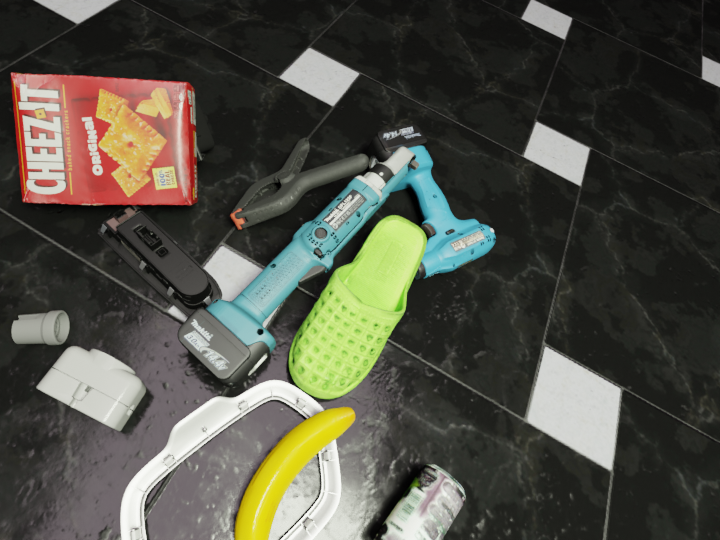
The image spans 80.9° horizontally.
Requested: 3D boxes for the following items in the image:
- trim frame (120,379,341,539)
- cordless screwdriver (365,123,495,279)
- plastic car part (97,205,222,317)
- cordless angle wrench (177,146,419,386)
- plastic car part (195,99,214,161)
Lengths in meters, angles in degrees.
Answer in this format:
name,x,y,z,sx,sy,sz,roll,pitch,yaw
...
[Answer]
name,x,y,z,sx,sy,sz,roll,pitch,yaw
trim frame,-0.133,0.233,0.462,0.244,0.027,0.190,-33,71,-24
cordless screwdriver,0.085,-0.109,0.676,0.156,0.074,0.256,-23,72,-21
plastic car part,-0.263,-0.020,0.562,0.207,0.067,0.065,42,53,9
cordless angle wrench,-0.056,-0.037,0.571,0.100,0.073,0.420,38,68,8
plastic car part,-0.265,-0.224,0.656,0.069,0.069,0.115,-31,109,-56
